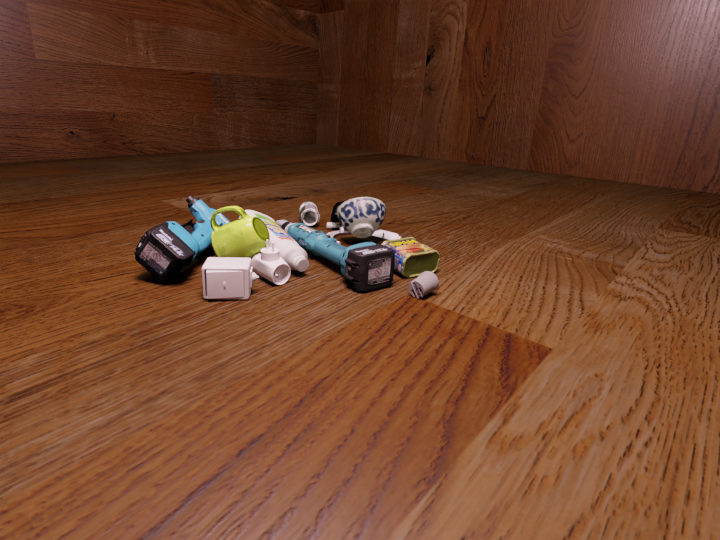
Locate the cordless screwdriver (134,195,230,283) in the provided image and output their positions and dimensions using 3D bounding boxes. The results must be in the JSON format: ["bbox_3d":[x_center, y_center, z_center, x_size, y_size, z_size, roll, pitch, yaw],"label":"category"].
[{"bbox_3d":[-0.364,-0.080,0.884,0.160,0.075,0.246,42,24,-1],"label":"cordless screwdriver"}]

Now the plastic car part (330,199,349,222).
[{"bbox_3d":[-0.018,-0.157,1.184,0.070,0.066,0.195,36,23,22],"label":"plastic car part"}]

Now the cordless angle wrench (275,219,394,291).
[{"bbox_3d":[-0.094,-0.061,0.959,0.094,0.073,0.447,-11,23,-33],"label":"cordless angle wrench"}]

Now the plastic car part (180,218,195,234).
[{"bbox_3d":[-0.388,-0.061,0.952,0.071,0.065,0.117,18,26,2],"label":"plastic car part"}]

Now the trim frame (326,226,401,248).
[{"bbox_3d":[0.021,-0.071,1.048,0.262,0.027,0.178,16,24,36],"label":"trim frame"}]
